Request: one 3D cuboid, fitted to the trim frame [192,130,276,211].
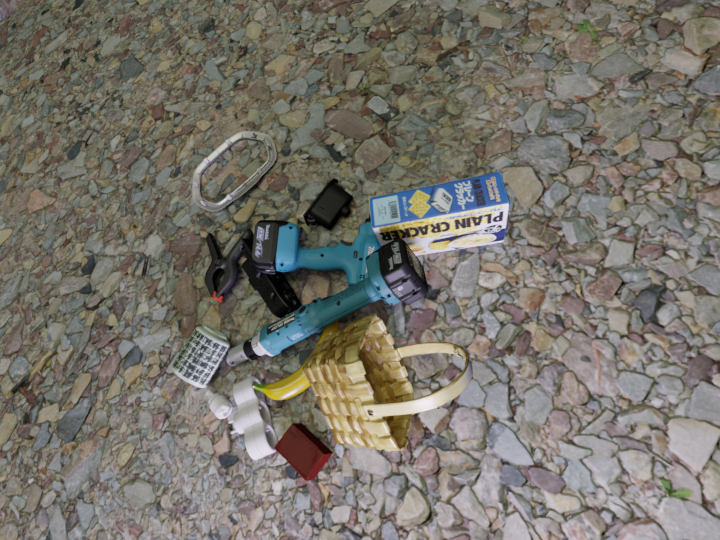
[{"bbox_3d":[-0.317,-0.251,1.043,0.248,0.026,0.193,-40,63,-2],"label":"trim frame"}]

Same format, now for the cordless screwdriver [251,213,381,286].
[{"bbox_3d":[-0.080,-0.053,0.823,0.249,0.073,0.161,9,70,1],"label":"cordless screwdriver"}]

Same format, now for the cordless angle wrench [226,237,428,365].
[{"bbox_3d":[-0.087,0.084,0.760,0.431,0.071,0.100,-29,31,22],"label":"cordless angle wrench"}]

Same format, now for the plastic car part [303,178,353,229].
[{"bbox_3d":[-0.059,-0.133,0.891,0.073,0.064,0.116,36,80,11],"label":"plastic car part"}]

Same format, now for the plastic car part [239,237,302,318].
[{"bbox_3d":[-0.193,0.020,0.869,0.067,0.063,0.213,-47,62,7],"label":"plastic car part"}]
